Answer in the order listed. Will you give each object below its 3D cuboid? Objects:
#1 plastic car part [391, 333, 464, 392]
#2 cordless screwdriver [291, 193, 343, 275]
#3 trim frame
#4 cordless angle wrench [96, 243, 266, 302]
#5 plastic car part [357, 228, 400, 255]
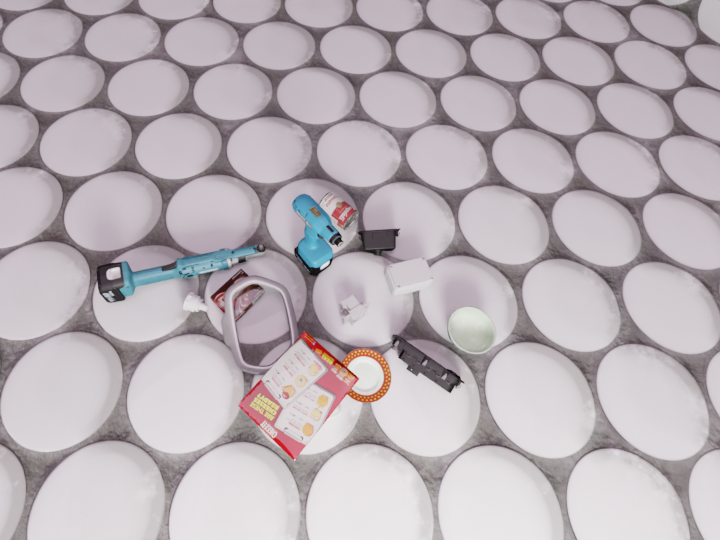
[{"bbox_3d":[0.158,0.233,1.037,0.207,0.065,0.067,29,75,11],"label":"plastic car part"},{"bbox_3d":[-0.105,-0.068,1.069,0.073,0.243,0.166,-34,68,-21],"label":"cordless screwdriver"},{"bbox_3d":[-0.252,0.133,1.057,0.180,0.028,0.252,-11,78,-16],"label":"trim frame"},{"bbox_3d":[-0.457,-0.010,1.116,0.415,0.096,0.077,-14,67,-15],"label":"cordless angle wrench"},{"bbox_3d":[0.053,-0.078,1.193,0.116,0.065,0.072,-6,79,-4],"label":"plastic car part"}]
